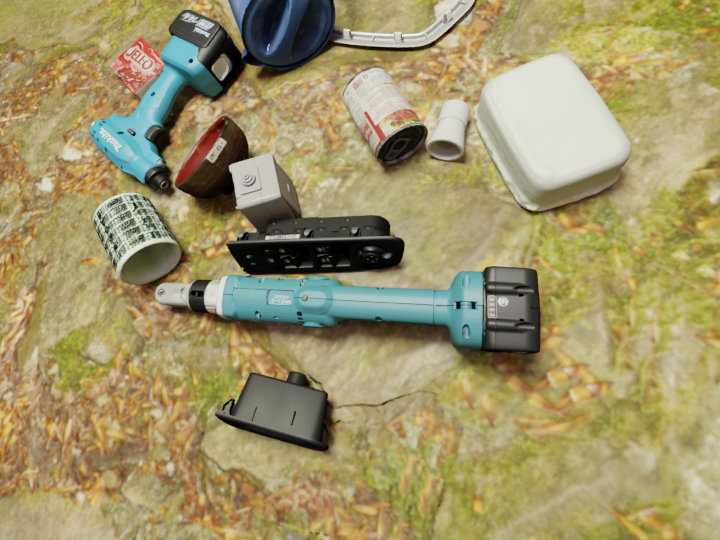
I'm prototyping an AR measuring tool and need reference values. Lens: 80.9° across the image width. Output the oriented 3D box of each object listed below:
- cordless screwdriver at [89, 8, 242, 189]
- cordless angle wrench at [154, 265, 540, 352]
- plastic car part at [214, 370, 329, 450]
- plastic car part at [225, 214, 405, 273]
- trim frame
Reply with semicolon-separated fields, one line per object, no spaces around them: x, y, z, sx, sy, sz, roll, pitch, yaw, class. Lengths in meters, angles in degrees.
-0.269;-0.242;0.615;0.166;0.071;0.248;38;89;21;cordless screwdriver
-0.045;0.035;0.461;0.436;0.094;0.075;2;77;18;cordless angle wrench
-0.083;0.144;0.453;0.119;0.063;0.072;6;61;12;plastic car part
-0.049;-0.032;0.500;0.208;0.063;0.068;2;48;16;plastic car part
0.038;-0.402;0.612;0.257;0.026;0.185;14;75;20;trim frame
